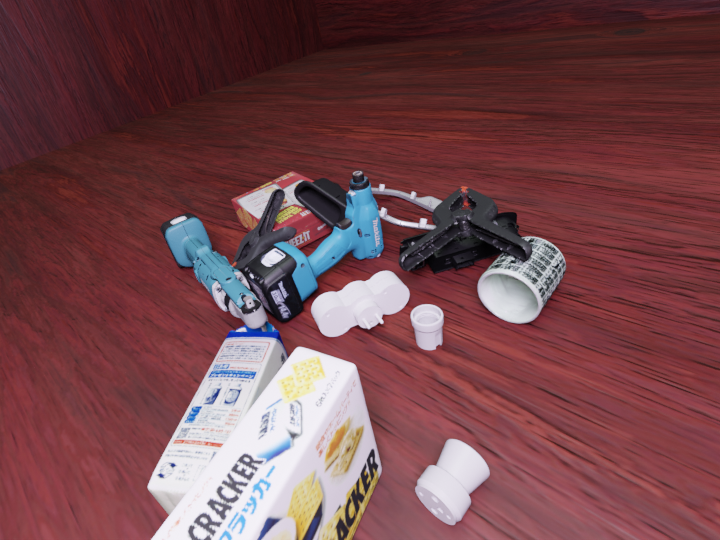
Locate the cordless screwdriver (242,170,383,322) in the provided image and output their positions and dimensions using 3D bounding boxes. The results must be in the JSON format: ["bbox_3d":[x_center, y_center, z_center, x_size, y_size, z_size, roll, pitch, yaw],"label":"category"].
[{"bbox_3d":[-0.065,-0.043,0.668,0.244,0.153,0.079,-34,43,-26],"label":"cordless screwdriver"}]

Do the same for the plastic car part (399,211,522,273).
[{"bbox_3d":[0.166,-0.041,0.668,0.201,0.063,0.070,-19,44,-8],"label":"plastic car part"}]

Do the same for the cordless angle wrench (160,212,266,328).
[{"bbox_3d":[-0.241,-0.004,0.685,0.073,0.094,0.447,-28,30,-23],"label":"cordless angle wrench"}]

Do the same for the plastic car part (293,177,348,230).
[{"bbox_3d":[-0.057,-0.135,0.781,0.120,0.065,0.069,40,48,17],"label":"plastic car part"}]

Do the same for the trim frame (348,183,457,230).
[{"bbox_3d":[0.082,-0.124,0.804,0.177,0.027,0.263,-7,27,-32],"label":"trim frame"}]
